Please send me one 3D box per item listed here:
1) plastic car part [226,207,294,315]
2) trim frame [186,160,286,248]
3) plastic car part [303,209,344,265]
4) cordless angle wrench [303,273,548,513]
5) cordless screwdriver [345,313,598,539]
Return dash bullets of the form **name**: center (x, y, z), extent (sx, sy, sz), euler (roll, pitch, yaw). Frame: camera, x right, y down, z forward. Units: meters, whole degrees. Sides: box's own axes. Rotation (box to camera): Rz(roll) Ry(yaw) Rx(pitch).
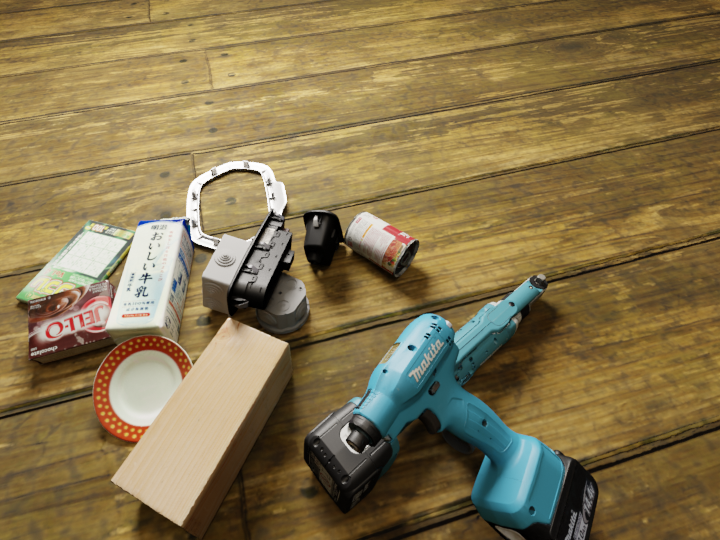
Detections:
- **plastic car part**: center (-0.134, -0.008, 0.600), extent (0.067, 0.065, 0.205), euler (18, 37, 0)
- **trim frame**: center (-0.231, -0.129, 0.787), extent (0.182, 0.027, 0.259), euler (-9, 49, -8)
- **plastic car part**: center (-0.065, -0.043, 0.666), extent (0.067, 0.113, 0.072), euler (10, 75, 6)
- **cordless angle wrench**: center (0.115, 0.119, 0.540), extent (0.414, 0.095, 0.078), euler (-32, 58, -28)
- **cordless screwdriver**: center (0.106, 0.182, 0.419), extent (0.249, 0.075, 0.157), euler (46, 58, 0)
